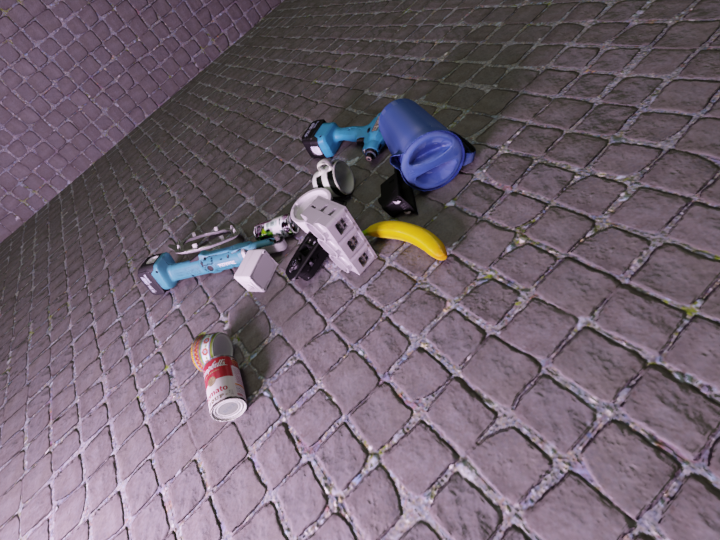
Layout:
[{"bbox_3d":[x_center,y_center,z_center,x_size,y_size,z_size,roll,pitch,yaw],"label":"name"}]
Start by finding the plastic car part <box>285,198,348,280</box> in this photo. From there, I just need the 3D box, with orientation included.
[{"bbox_3d":[-0.089,-0.058,0.912,0.203,0.063,0.070,-53,40,-7],"label":"plastic car part"}]

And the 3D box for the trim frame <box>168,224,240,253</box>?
[{"bbox_3d":[-0.411,-0.084,1.113,0.181,0.027,0.259,-20,20,-15],"label":"trim frame"}]

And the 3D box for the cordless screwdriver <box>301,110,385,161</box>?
[{"bbox_3d":[-0.042,-0.345,1.132,0.260,0.070,0.160,4,56,32],"label":"cordless screwdriver"}]

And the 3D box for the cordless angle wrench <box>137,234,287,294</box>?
[{"bbox_3d":[-0.374,-0.024,1.076,0.435,0.094,0.075,-11,35,21],"label":"cordless angle wrench"}]

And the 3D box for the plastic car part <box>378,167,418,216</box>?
[{"bbox_3d":[0.071,-0.160,0.908,0.072,0.063,0.120,-34,37,25],"label":"plastic car part"}]
